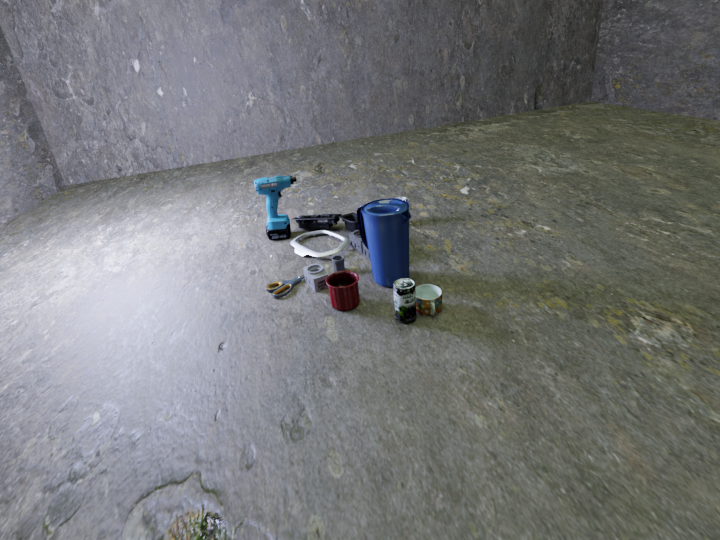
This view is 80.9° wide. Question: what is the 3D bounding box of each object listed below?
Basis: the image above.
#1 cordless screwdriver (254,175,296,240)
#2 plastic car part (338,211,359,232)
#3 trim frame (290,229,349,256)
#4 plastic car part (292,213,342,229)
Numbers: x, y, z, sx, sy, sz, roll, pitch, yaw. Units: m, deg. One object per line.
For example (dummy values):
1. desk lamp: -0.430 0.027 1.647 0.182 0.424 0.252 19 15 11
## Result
1. cordless screwdriver: -0.310 -0.246 1.635 0.159 0.241 0.077 -9 26 -3
2. plastic car part: -0.024 -0.170 1.597 0.064 0.069 0.123 -19 29 -22
3. trim frame: -0.151 -0.099 1.546 0.179 0.027 0.263 -26 33 -29
4. plastic car part: -0.174 -0.195 1.689 0.211 0.065 0.066 6 30 25
